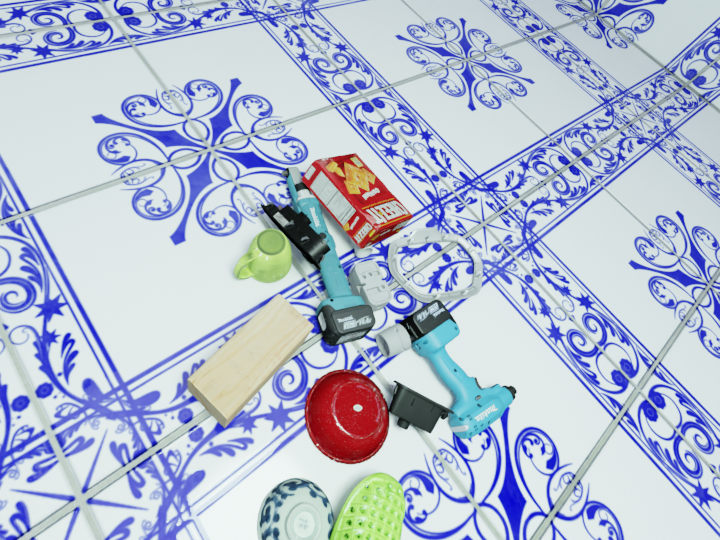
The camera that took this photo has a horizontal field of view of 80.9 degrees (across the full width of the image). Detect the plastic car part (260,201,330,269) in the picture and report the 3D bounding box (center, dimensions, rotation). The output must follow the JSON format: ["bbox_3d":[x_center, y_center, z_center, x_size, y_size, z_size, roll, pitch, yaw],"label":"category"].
[{"bbox_3d":[-0.123,-0.077,0.848,0.066,0.063,0.214,-33,52,-11],"label":"plastic car part"}]

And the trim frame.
[{"bbox_3d":[0.178,-0.016,0.974,0.242,0.027,0.191,-7,62,-18],"label":"trim frame"}]

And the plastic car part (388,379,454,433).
[{"bbox_3d":[0.095,0.253,0.763,0.113,0.067,0.071,28,78,-15],"label":"plastic car part"}]

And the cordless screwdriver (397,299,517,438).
[{"bbox_3d":[0.194,0.179,0.836,0.155,0.074,0.256,-21,72,-27],"label":"cordless screwdriver"}]

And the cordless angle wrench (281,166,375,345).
[{"bbox_3d":[-0.088,-0.057,0.895,0.095,0.074,0.439,-10,61,-22],"label":"cordless angle wrench"}]
